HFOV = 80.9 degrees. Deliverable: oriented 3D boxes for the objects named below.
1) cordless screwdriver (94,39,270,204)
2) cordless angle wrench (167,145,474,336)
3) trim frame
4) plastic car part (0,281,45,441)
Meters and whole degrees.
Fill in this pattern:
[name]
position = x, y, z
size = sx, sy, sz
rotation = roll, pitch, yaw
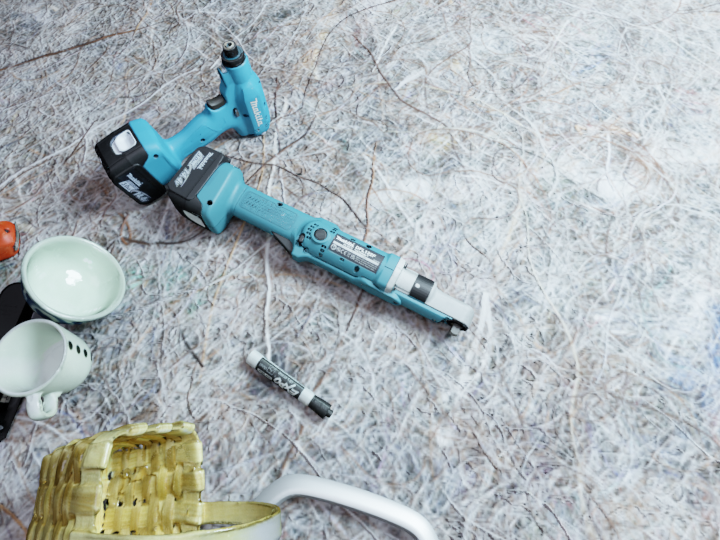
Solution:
[cordless screwdriver]
position = -0.248, -0.207, 0.597
size = 0.247, 0.155, 0.077
rotation = -33, 72, -9
[cordless angle wrench]
position = -0.054, -0.036, 0.557
size = 0.433, 0.072, 0.098
rotation = 27, 71, 12
[trim frame]
position = -0.025, 0.317, 0.420
size = 0.252, 0.027, 0.186
rotation = 12, 67, 7
[plastic car part]
position = -0.450, 0.100, 0.530
size = 0.068, 0.064, 0.207
rotation = 3, 64, 10
